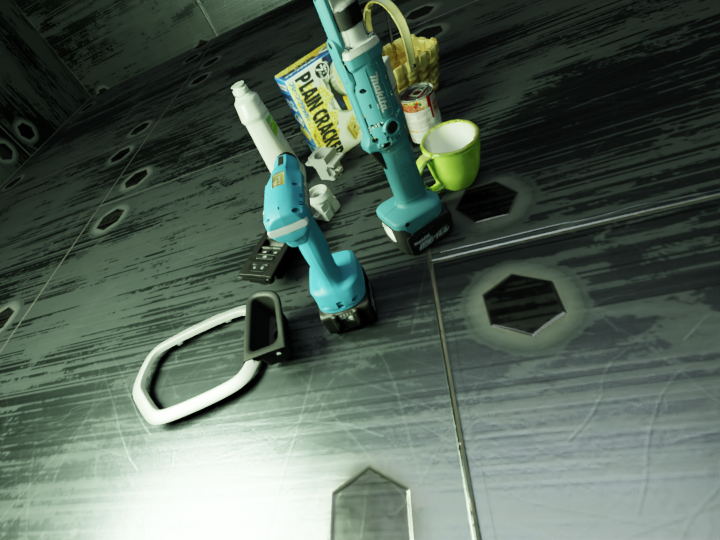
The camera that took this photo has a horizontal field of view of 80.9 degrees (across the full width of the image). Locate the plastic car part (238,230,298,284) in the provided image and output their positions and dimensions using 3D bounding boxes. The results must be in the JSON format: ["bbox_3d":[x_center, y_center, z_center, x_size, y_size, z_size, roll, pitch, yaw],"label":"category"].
[{"bbox_3d":[-0.141,-0.047,0.767,0.069,0.064,0.205,-3,48,27],"label":"plastic car part"}]

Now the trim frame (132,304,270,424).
[{"bbox_3d":[-0.255,0.142,0.678,0.249,0.026,0.193,-27,42,4],"label":"trim frame"}]

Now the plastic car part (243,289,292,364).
[{"bbox_3d":[-0.130,0.090,0.627,0.067,0.067,0.121,-22,42,8],"label":"plastic car part"}]

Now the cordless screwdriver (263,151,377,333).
[{"bbox_3d":[-0.057,-0.037,0.581,0.075,0.236,0.165,-20,42,9],"label":"cordless screwdriver"}]

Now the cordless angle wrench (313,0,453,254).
[{"bbox_3d":[0.027,-0.194,0.560,0.097,0.402,0.078,-34,41,-6],"label":"cordless angle wrench"}]
